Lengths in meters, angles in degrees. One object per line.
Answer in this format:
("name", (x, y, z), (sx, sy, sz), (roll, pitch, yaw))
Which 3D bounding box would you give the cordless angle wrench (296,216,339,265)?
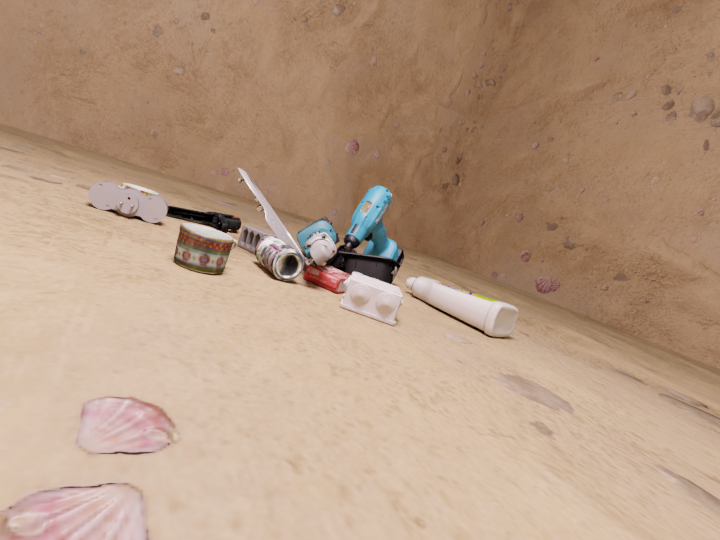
("cordless angle wrench", (-0.087, -0.057, 0.892), (0.073, 0.098, 0.429), (60, -1, -11))

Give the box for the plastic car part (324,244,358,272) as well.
("plastic car part", (-0.030, -0.026, 1.028), (0.068, 0.066, 0.201), (30, 8, 3))

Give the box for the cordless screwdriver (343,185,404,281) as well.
("cordless screwdriver", (0.027, -0.052, 0.942), (0.078, 0.159, 0.237), (19, -28, 24))

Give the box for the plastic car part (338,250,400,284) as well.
("plastic car part", (0.013, 0.007, 0.836), (0.120, 0.071, 0.063), (10, -15, 18))

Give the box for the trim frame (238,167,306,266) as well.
("trim frame", (-0.182, -0.106, 0.871), (0.239, 0.027, 0.192), (59, -6, -24))
